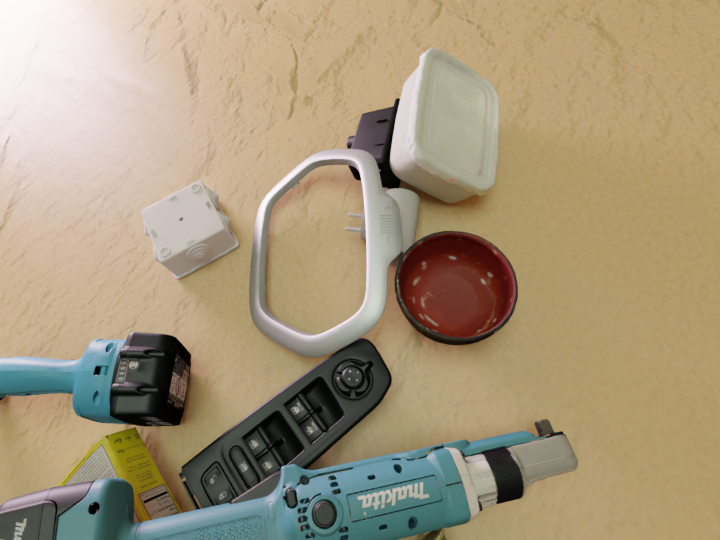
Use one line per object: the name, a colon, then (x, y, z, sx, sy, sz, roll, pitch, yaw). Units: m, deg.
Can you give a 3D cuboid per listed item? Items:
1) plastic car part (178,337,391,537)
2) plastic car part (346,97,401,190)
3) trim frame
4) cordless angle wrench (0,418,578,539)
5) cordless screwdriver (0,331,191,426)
plastic car part: (-0.055, 0.146, 0.387, 0.201, 0.064, 0.070, -38, 59, -14)
plastic car part: (0.017, -0.156, 0.532, 0.073, 0.062, 0.118, -2, 61, 22)
trim frame: (-0.046, -0.030, 0.466, 0.190, 0.026, 0.255, -15, 60, 25)
cordless angle wrench: (-0.031, 0.177, 0.309, 0.417, 0.073, 0.102, -8, 60, -10)
cordless screwdriver: (-0.302, 0.113, 0.424, 0.246, 0.157, 0.076, 4, 62, -7)
